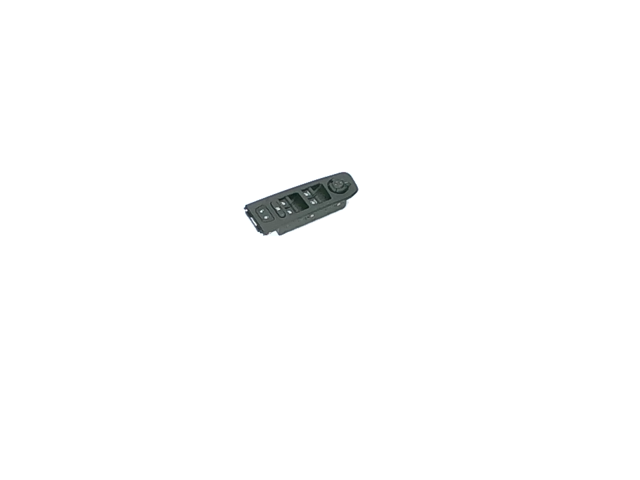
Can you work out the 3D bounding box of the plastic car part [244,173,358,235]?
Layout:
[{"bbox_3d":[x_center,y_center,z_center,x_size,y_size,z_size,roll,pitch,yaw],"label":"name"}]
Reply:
[{"bbox_3d":[-0.023,-0.056,0.732,0.202,0.067,0.066,-26,53,-19],"label":"plastic car part"}]
